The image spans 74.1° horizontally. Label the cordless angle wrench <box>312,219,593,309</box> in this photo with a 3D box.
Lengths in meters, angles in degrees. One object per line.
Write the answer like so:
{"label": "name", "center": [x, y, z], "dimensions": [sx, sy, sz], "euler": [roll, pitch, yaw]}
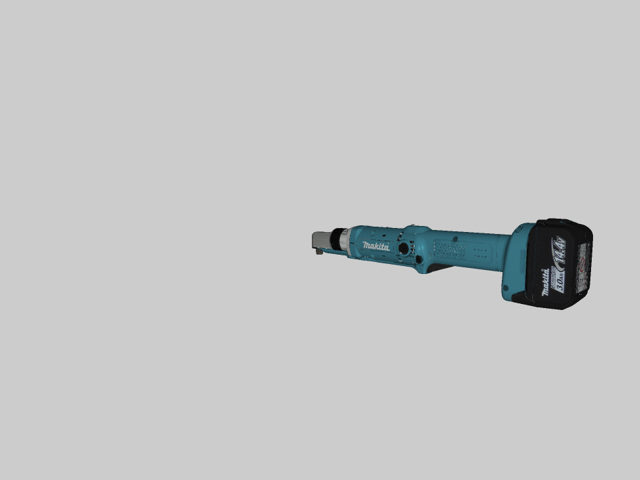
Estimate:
{"label": "cordless angle wrench", "center": [0.136, 0.012, 0.607], "dimensions": [0.074, 0.098, 0.423], "euler": [-6, 9, -44]}
